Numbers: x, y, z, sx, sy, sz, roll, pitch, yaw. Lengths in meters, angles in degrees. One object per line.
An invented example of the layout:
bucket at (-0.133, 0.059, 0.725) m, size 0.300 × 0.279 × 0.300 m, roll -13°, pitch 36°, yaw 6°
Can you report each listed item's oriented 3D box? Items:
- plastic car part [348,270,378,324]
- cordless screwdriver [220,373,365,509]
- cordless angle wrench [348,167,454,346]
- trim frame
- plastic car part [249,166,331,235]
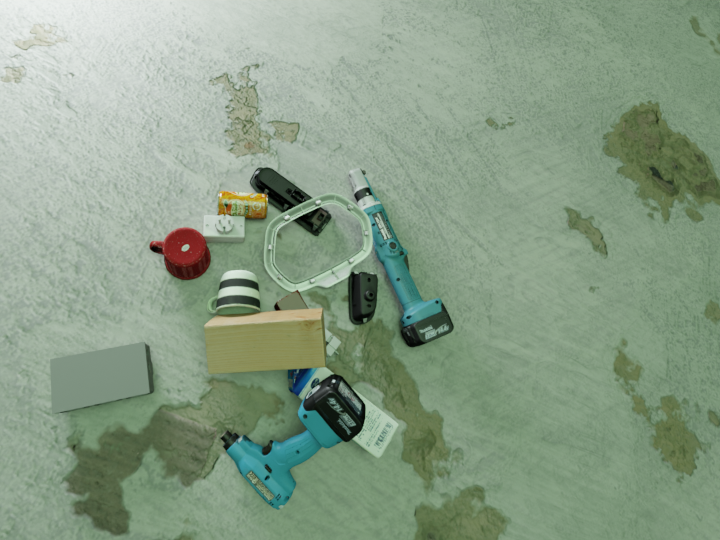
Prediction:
plastic car part at (0.012, 0.052, 0.893) m, size 0.065 × 0.071 × 0.119 m, roll 6°, pitch 68°, yaw -12°
cordless screwdriver at (-0.119, 0.279, 0.732) m, size 0.160 × 0.073 × 0.250 m, roll 45°, pitch 101°, yaw 3°
cordless angle wrench at (0.065, -0.045, 0.941) m, size 0.096 × 0.074 × 0.433 m, roll -18°, pitch 74°, yaw -20°
trim frame at (-0.088, -0.058, 0.899) m, size 0.245 × 0.028 × 0.182 m, roll -27°, pitch 97°, yaw -12°
plastic car part at (-0.157, -0.162, 0.935) m, size 0.204 × 0.067 × 0.066 m, roll 35°, pitch 75°, yaw 3°
